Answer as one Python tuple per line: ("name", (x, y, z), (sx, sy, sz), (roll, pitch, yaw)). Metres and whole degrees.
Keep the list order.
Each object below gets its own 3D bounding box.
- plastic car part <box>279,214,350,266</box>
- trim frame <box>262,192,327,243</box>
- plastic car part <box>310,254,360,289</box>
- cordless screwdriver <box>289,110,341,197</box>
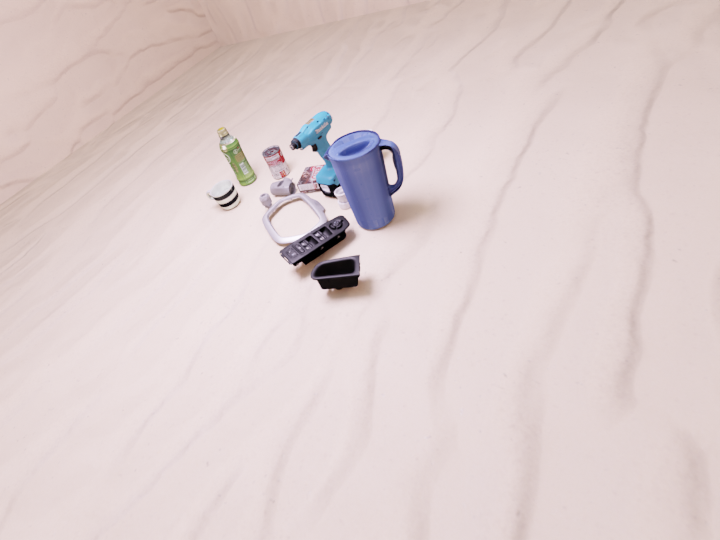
("plastic car part", (-0.108, -0.071, 1.110), (0.201, 0.064, 0.070), (-38, 43, -15))
("trim frame", (-0.198, -0.160, 1.273), (0.183, 0.026, 0.262), (-32, 42, -8))
("plastic car part", (-0.051, 0.015, 0.990), (0.119, 0.067, 0.068), (-10, 42, 15))
("cordless screwdriver", (-0.115, -0.320, 1.239), (0.078, 0.237, 0.158), (18, 55, 37))
